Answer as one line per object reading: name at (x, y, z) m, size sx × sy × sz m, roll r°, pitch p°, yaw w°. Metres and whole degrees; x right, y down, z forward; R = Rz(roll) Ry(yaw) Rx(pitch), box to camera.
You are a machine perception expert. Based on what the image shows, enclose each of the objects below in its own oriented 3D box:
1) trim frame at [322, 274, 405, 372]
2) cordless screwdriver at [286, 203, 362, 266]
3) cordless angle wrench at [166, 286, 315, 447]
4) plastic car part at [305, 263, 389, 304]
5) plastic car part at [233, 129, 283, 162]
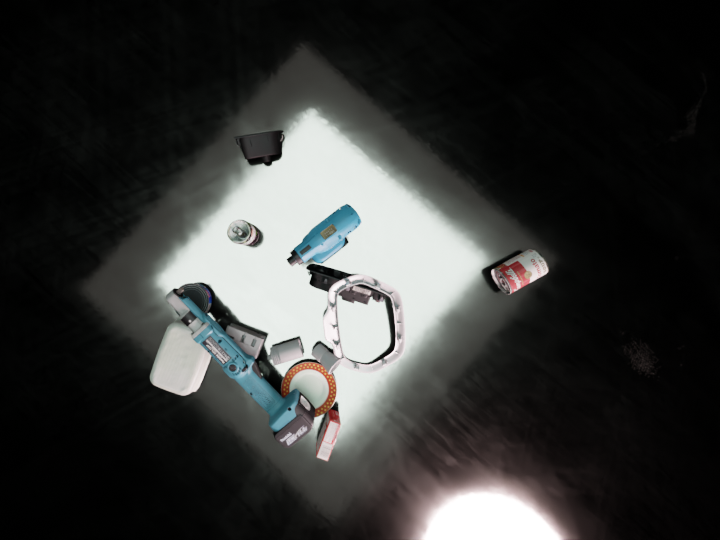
trim frame at (0.008, 0.127, 0.962) m, size 0.187 × 0.028 × 0.243 m, roll -2°, pitch 108°, yaw 9°
cordless screwdriver at (-0.088, -0.057, 0.897) m, size 0.158 × 0.250 × 0.074 m, roll -38°, pitch 93°, yaw -8°
cordless angle wrench at (-0.271, 0.202, 0.925) m, size 0.098 × 0.075 × 0.419 m, roll -42°, pitch 95°, yaw 8°
plastic car part at (-0.035, 0.035, 0.990) m, size 0.203 × 0.067 × 0.066 m, roll 22°, pitch 114°, yaw 0°
plastic car part at (-0.238, -0.294, 1.012) m, size 0.116 × 0.067 × 0.070 m, roll -7°, pitch 104°, yaw -4°
